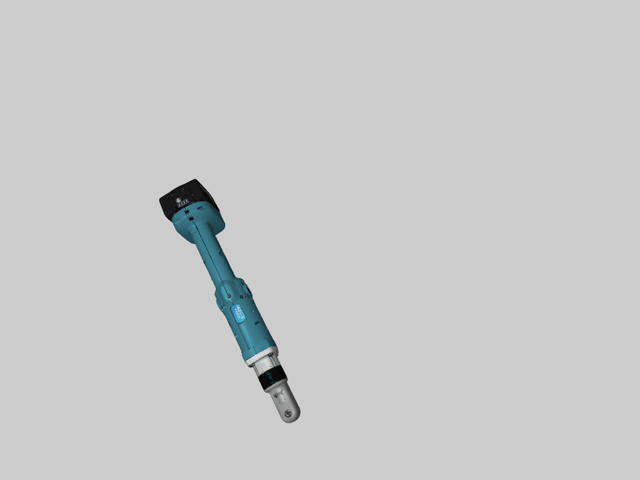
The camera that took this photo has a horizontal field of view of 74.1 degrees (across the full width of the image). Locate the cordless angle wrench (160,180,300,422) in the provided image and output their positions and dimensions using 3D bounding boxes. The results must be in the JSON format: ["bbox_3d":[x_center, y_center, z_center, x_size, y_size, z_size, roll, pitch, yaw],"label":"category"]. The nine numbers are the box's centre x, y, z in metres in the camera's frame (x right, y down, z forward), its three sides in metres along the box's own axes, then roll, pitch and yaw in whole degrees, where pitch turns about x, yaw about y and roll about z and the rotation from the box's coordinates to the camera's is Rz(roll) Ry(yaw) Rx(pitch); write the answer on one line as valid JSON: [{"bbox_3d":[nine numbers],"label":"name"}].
[{"bbox_3d":[-0.140,0.093,0.688,0.074,0.422,0.098,-30,-19,-2],"label":"cordless angle wrench"}]
